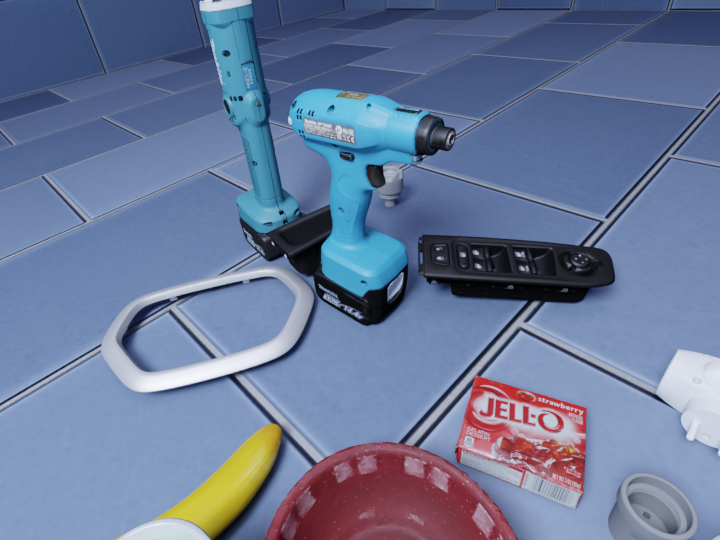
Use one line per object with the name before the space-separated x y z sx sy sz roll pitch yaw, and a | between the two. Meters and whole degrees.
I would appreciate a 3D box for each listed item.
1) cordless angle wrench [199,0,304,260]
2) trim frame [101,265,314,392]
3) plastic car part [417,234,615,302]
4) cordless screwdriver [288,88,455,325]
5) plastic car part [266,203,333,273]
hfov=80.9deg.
cordless angle wrench | -0.139 -0.206 0.517 0.073 0.408 0.104 -26 42 -26
trim frame | -0.176 0.057 0.501 0.245 0.026 0.193 -16 39 -10
plastic car part | 0.168 0.004 0.471 0.207 0.064 0.067 1 38 11
cordless screwdriver | 0.013 -0.053 0.430 0.168 0.240 0.073 24 46 33
plastic car part | -0.055 -0.036 0.561 0.114 0.068 0.070 -26 42 -23
